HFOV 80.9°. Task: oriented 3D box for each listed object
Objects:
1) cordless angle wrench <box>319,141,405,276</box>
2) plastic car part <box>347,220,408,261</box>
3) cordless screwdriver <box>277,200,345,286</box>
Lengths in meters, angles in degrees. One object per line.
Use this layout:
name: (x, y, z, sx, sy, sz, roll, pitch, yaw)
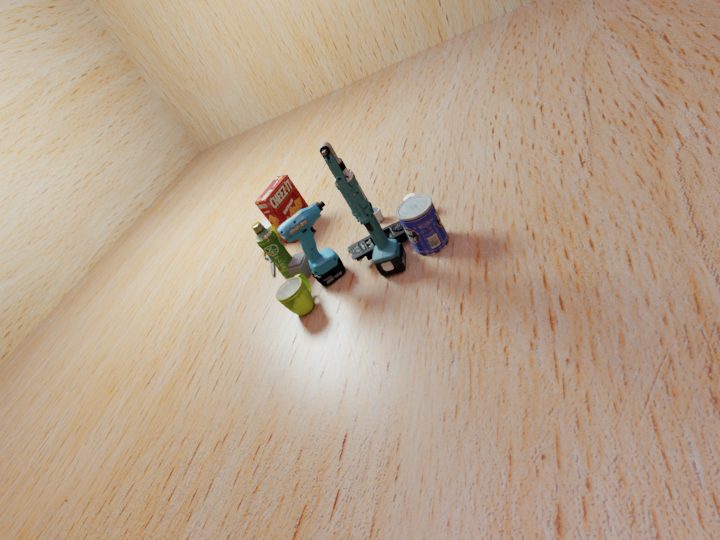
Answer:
cordless angle wrench: (0.004, -0.160, 1.118, 0.076, 0.403, 0.100, -18, 35, 23)
plastic car part: (0.066, -0.083, 1.276, 0.204, 0.064, 0.069, -31, 33, 4)
cordless screwdriver: (-0.125, -0.082, 1.279, 0.158, 0.237, 0.078, -38, 32, -7)
